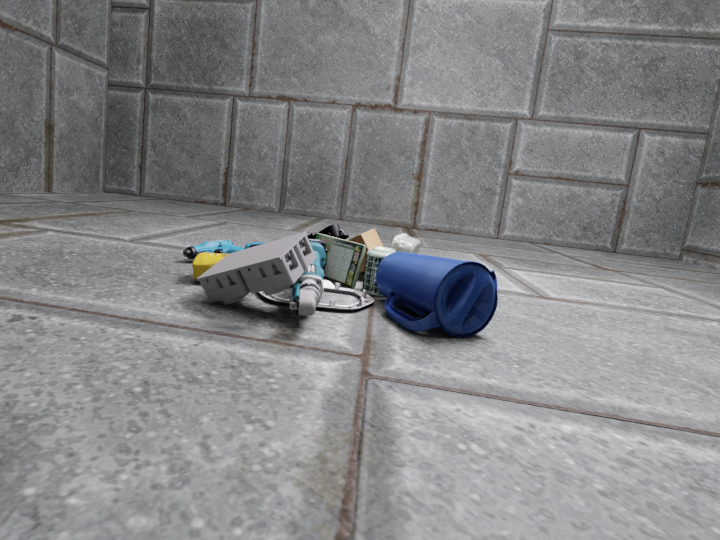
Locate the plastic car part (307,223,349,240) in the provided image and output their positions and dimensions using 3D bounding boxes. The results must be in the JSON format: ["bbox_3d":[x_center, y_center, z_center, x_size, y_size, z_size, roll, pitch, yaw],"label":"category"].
[{"bbox_3d":[-0.113,-0.074,1.152,0.209,0.068,0.063,-22,-16,41],"label":"plastic car part"}]

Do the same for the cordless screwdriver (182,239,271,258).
[{"bbox_3d":[-0.317,-0.040,1.077,0.260,0.074,0.153,8,10,30],"label":"cordless screwdriver"}]

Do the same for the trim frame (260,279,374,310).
[{"bbox_3d":[-0.096,0.045,0.879,0.249,0.027,0.185,4,10,0],"label":"trim frame"}]

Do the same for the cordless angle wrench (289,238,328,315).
[{"bbox_3d":[-0.106,0.007,0.846,0.097,0.073,0.431,3,13,-8],"label":"cordless angle wrench"}]
